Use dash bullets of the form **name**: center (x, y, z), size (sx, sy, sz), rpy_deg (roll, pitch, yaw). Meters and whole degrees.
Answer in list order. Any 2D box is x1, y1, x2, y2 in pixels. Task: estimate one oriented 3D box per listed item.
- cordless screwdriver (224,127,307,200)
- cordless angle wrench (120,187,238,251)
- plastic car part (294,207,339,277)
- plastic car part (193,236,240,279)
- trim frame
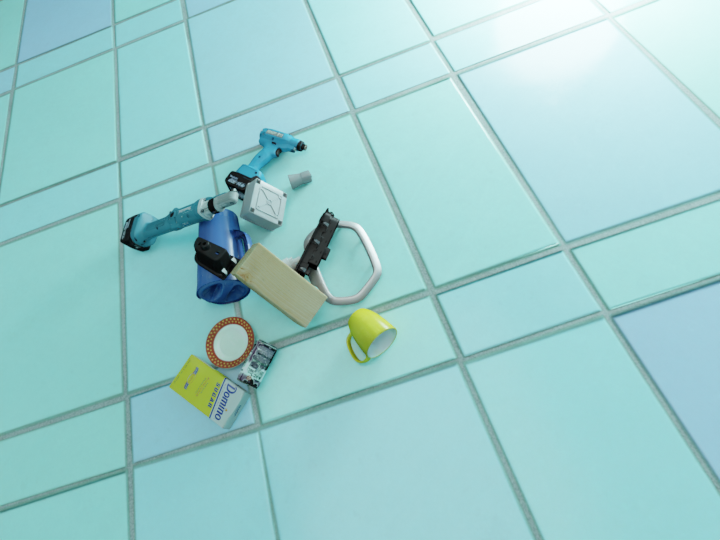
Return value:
- **cordless screwdriver**: center (-0.276, -0.312, 1.252), size (0.165, 0.071, 0.249), rpy_deg (20, 68, 21)
- **cordless angle wrench**: center (-0.486, -0.140, 1.137), size (0.438, 0.070, 0.100), rpy_deg (-11, 62, 31)
- **plastic car part**: center (-0.105, -0.069, 1.075), size (0.068, 0.064, 0.204), rpy_deg (17, 70, 8)
- **plastic car part**: center (-0.355, -0.040, 1.004), size (0.120, 0.069, 0.066), rpy_deg (27, 60, 16)
- **trim frame**: center (-0.053, -0.025, 1.085), size (0.184, 0.026, 0.258), rpy_deg (-25, 64, 0)
